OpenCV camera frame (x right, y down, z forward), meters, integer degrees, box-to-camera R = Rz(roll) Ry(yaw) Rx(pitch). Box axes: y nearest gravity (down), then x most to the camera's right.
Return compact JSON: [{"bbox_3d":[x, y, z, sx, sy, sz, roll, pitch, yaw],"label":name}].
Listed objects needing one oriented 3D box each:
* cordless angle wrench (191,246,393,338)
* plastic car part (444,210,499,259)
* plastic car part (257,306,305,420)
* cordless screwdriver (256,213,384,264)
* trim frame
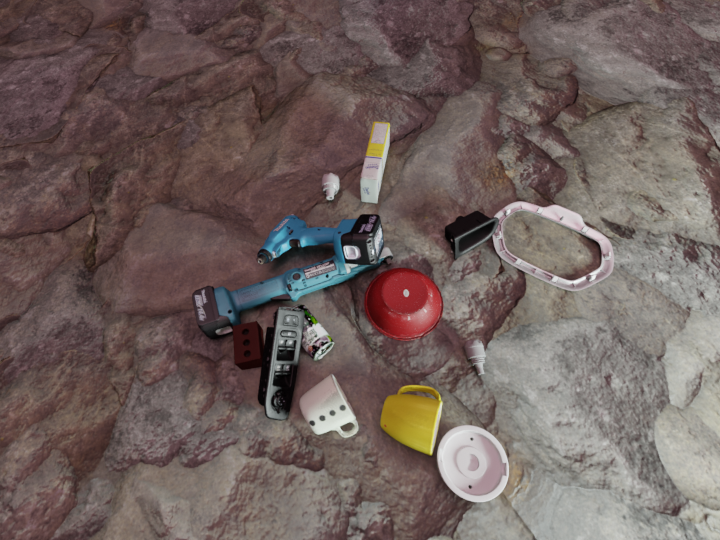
[{"bbox_3d":[-0.133,0.027,0.888,0.419,0.072,0.102,-19,61,-7],"label":"cordless angle wrench"},{"bbox_3d":[0.230,-0.089,0.917,0.115,0.063,0.075,-31,49,-13],"label":"plastic car part"},{"bbox_3d":[-0.156,0.171,0.788,0.070,0.063,0.205,-6,75,37],"label":"plastic car part"},{"bbox_3d":[-0.085,-0.056,0.873,0.259,0.071,0.159,5,37,25],"label":"cordless screwdriver"},{"bbox_3d":[0.402,-0.060,0.896,0.259,0.026,0.183,29,67,22],"label":"trim frame"}]
